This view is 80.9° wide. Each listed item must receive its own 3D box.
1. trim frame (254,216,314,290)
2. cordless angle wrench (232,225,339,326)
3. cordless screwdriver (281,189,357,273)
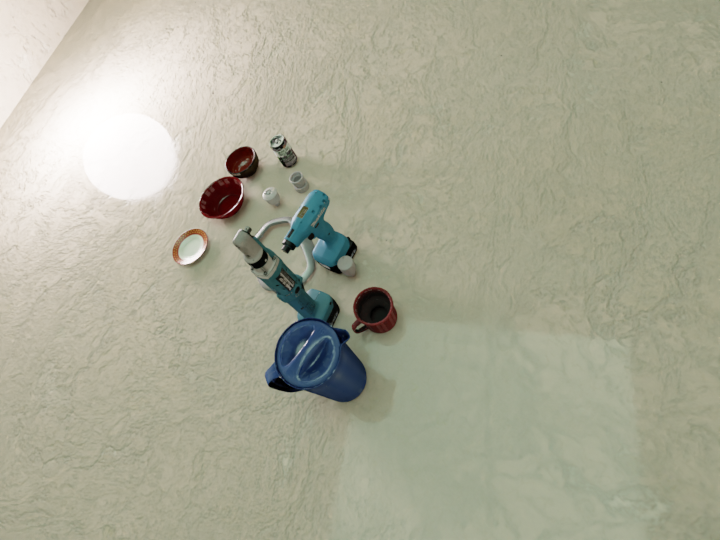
[{"bbox_3d":[-0.221,-0.048,1.187,0.185,0.026,0.260,-30,56,4],"label":"trim frame"},{"bbox_3d":[-0.152,0.033,0.890,0.078,0.402,0.098,18,70,26],"label":"cordless angle wrench"},{"bbox_3d":[-0.100,-0.065,1.022,0.078,0.236,0.159,23,73,27],"label":"cordless screwdriver"}]
